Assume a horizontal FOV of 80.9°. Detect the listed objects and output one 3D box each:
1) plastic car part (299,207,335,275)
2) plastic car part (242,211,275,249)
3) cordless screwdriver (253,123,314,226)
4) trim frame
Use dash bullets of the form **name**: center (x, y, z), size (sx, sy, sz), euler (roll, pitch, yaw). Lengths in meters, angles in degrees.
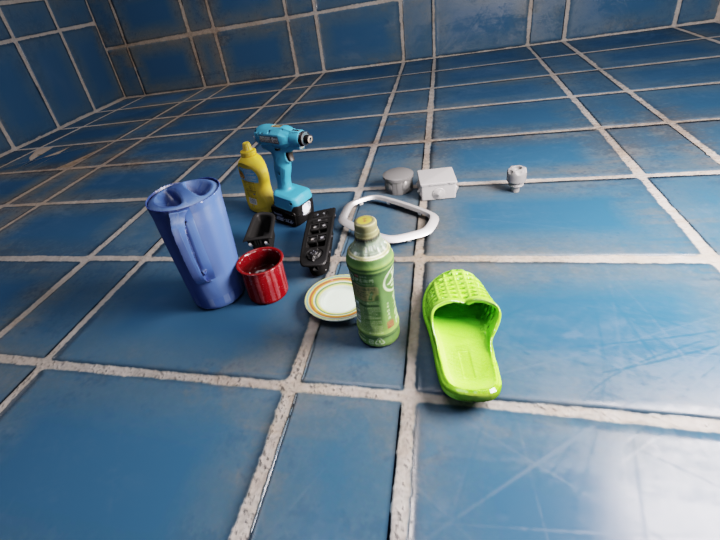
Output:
- **plastic car part**: center (-0.089, -0.058, 0.913), size (0.067, 0.064, 0.208), euler (-5, 35, 7)
- **plastic car part**: center (-0.222, -0.079, 0.975), size (0.067, 0.068, 0.120), euler (-7, 35, 4)
- **cordless screwdriver**: center (-0.163, -0.226, 1.015), size (0.168, 0.240, 0.073), euler (18, 41, 34)
- **trim frame**: center (0.062, -0.125, 0.997), size (0.263, 0.026, 0.180), euler (24, 48, 39)
